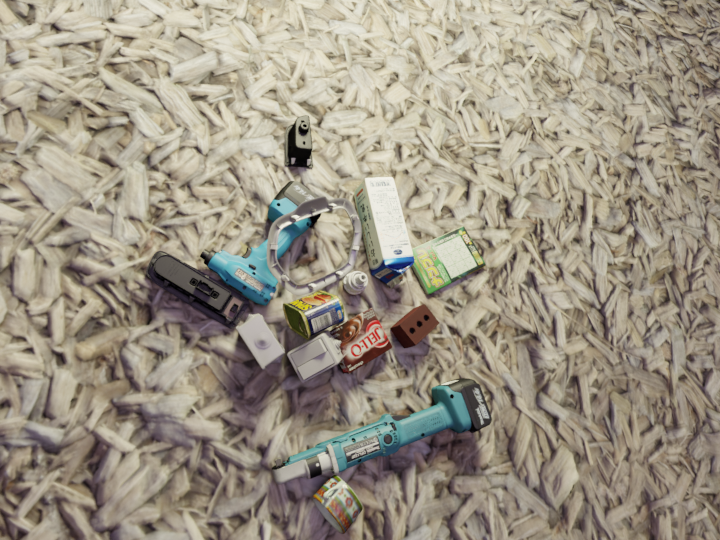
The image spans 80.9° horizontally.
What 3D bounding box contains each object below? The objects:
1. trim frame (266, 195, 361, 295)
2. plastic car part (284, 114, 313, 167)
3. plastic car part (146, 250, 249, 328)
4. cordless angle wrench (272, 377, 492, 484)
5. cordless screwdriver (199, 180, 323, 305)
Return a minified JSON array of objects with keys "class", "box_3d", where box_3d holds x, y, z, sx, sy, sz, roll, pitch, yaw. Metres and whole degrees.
[{"class":"trim frame","box_3d":[-0.082,-0.054,0.843,0.241,0.029,0.180,-22,109,-37]},{"class":"plastic car part","box_3d":[-0.133,-0.297,0.945,0.064,0.072,0.118,2,75,-20]},{"class":"plastic car part","box_3d":[-0.308,0.031,0.787,0.202,0.067,0.066,31,73,-2]},{"class":"cordless angle wrench","box_3d":[0.042,0.309,0.789,0.413,0.075,0.100,-14,78,-18]},{"class":"cordless screwdriver","box_3d":[-0.192,-0.072,0.849,0.158,0.075,0.249,32,69,-6]}]
